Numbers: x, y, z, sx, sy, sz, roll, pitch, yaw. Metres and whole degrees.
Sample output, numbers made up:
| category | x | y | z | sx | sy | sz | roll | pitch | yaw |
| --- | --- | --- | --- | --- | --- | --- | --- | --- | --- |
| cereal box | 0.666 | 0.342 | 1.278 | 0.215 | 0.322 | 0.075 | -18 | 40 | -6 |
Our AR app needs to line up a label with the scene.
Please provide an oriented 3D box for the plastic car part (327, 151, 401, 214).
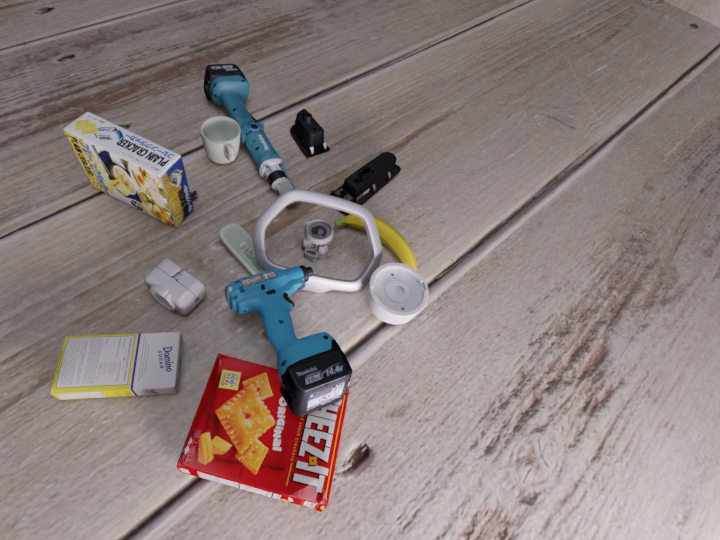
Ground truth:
| category | x | y | z | sx | sy | sz | roll | pitch | yaw |
| --- | --- | --- | --- | --- | --- | --- | --- | --- | --- |
| plastic car part | 0.015 | -0.209 | 0.947 | 0.069 | 0.065 | 0.199 | 37 | 57 | 22 |

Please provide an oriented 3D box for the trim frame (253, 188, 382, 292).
| category | x | y | z | sx | sy | sz | roll | pitch | yaw |
| --- | --- | --- | --- | --- | --- | --- | --- | --- | --- |
| trim frame | -0.077 | -0.050 | 0.788 | 0.243 | 0.028 | 0.184 | 13 | 90 | -12 |

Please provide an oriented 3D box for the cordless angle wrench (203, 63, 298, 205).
| category | x | y | z | sx | sy | sz | roll | pitch | yaw |
| --- | --- | --- | --- | --- | --- | --- | --- | --- | --- |
| cordless angle wrench | -0.248 | -0.313 | 0.973 | 0.095 | 0.074 | 0.439 | -17 | 64 | -30 |

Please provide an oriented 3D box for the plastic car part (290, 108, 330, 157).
| category | x | y | z | sx | sy | sz | roll | pitch | yaw |
| --- | --- | --- | --- | --- | --- | --- | --- | --- | --- |
| plastic car part | -0.124 | -0.337 | 1.004 | 0.064 | 0.070 | 0.121 | -23 | 67 | -24 |

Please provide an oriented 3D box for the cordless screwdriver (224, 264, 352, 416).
| category | x | y | z | sx | sy | sz | roll | pitch | yaw |
| --- | --- | --- | --- | --- | --- | --- | --- | --- | --- |
| cordless screwdriver | -0.097 | 0.088 | 0.670 | 0.154 | 0.073 | 0.262 | -19 | 49 | -28 |
